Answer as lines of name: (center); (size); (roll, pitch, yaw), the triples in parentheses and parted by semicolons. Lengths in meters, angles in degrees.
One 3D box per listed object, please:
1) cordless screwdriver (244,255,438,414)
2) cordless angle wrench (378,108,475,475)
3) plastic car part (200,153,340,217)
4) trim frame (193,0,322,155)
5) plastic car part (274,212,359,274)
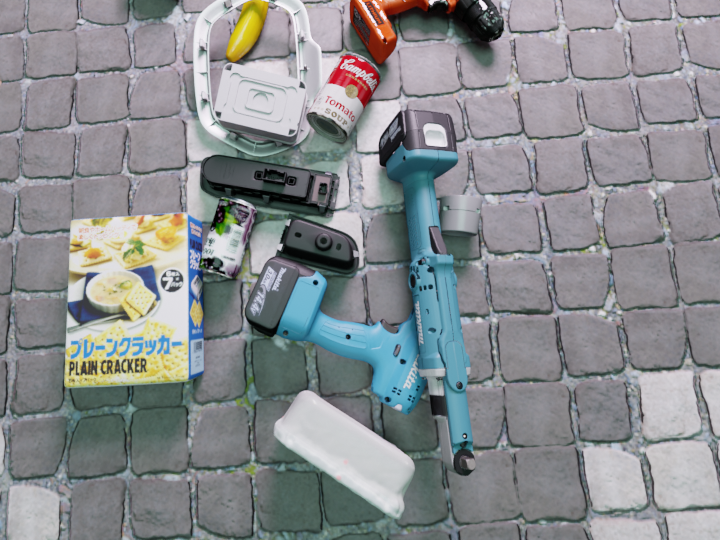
cordless screwdriver: (-0.015, 0.056, 0.548); (0.250, 0.074, 0.159); (27, 75, 2)
cordless angle wrench: (0.088, 0.011, 0.512); (0.072, 0.099, 0.431); (1, 73, -18)
plastic car part: (-0.134, -0.123, 0.589); (0.205, 0.066, 0.066); (10, 89, 6)
trim frame: (-0.148, -0.290, 0.611); (0.183, 0.028, 0.248); (-2, 90, -4)
plastic car part: (-0.055, -0.036, 0.565); (0.118, 0.070, 0.066); (17, 84, 6)
